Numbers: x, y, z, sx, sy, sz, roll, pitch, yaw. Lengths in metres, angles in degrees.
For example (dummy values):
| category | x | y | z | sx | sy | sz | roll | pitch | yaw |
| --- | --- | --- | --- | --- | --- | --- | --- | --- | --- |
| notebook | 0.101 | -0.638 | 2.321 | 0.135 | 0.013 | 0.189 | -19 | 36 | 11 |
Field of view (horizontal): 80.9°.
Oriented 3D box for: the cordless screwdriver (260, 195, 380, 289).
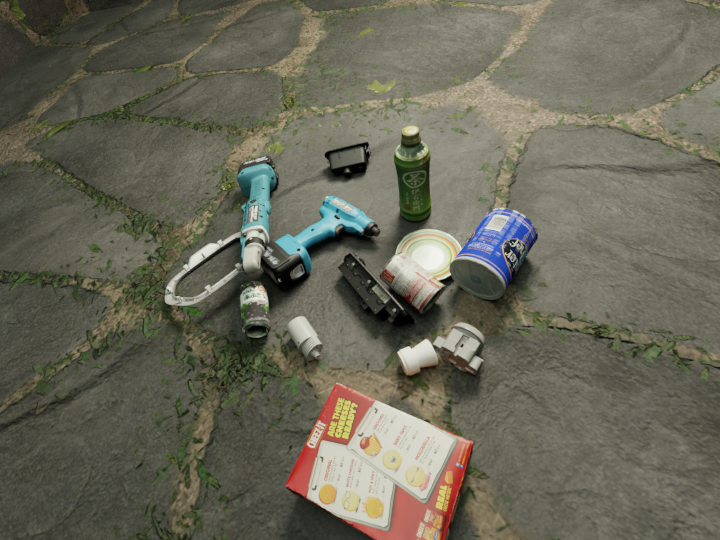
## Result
| category | x | y | z | sx | sy | sz | roll | pitch | yaw |
| --- | --- | --- | --- | --- | --- | --- | --- | --- | --- |
| cordless screwdriver | -0.088 | -0.058 | 0.905 | 0.246 | 0.071 | 0.168 | -41 | 52 | -22 |

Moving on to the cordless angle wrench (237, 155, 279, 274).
| category | x | y | z | sx | sy | sz | roll | pitch | yaw |
| --- | --- | --- | --- | --- | --- | --- | --- | --- | --- |
| cordless angle wrench | -0.232 | -0.132 | 0.943 | 0.098 | 0.071 | 0.440 | -16 | 38 | 1 |

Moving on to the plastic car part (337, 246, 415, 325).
| category | x | y | z | sx | sy | sz | roll | pitch | yaw |
| --- | --- | --- | --- | --- | --- | --- | --- | --- | --- |
| plastic car part | 0.018 | 0.034 | 0.815 | 0.067 | 0.062 | 0.214 | -44 | 52 | 10 |

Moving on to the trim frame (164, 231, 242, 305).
| category | x | y | z | sx | sy | sz | roll | pitch | yaw |
| --- | --- | --- | --- | --- | --- | --- | --- | --- | --- |
| trim frame | -0.326 | -0.011 | 0.934 | 0.246 | 0.026 | 0.195 | -41 | 37 | -14 |

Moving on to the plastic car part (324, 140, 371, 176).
| category | x | y | z | sx | sy | sz | roll | pitch | yaw |
| --- | --- | --- | --- | --- | --- | --- | --- | --- | --- |
| plastic car part | -0.029 | -0.273 | 1.075 | 0.118 | 0.063 | 0.073 | -12 | 64 | 9 |
